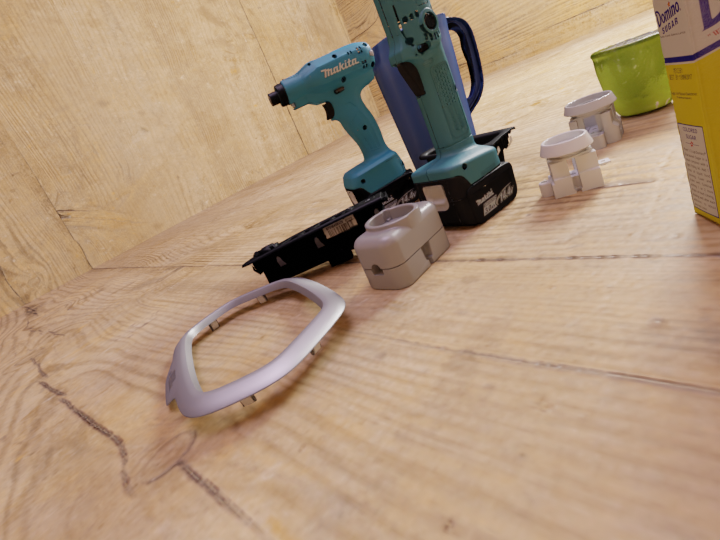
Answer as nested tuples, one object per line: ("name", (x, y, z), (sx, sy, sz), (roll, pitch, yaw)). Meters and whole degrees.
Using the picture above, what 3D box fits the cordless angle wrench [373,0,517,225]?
("cordless angle wrench", (0.054, -0.250, 0.446), (0.096, 0.412, 0.078), (-33, 18, -27))

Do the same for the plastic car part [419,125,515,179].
("plastic car part", (0.145, -0.140, 0.567), (0.122, 0.069, 0.065), (-1, 29, 49))

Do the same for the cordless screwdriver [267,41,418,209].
("cordless screwdriver", (-0.020, -0.190, 0.628), (0.158, 0.242, 0.077), (-26, 16, -7))

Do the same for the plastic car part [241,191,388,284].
("plastic car part", (-0.053, -0.034, 0.539), (0.206, 0.065, 0.067), (-20, 18, 12))

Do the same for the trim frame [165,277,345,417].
("trim frame", (-0.113, 0.064, 0.422), (0.181, 0.027, 0.259), (-32, 21, -18))
